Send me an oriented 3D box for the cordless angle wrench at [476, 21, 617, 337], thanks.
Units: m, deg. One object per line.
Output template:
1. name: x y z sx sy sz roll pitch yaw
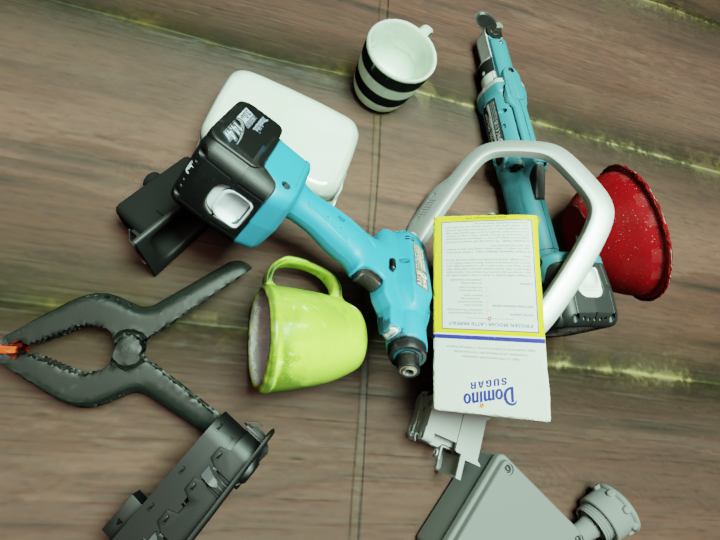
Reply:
1. cordless angle wrench: 0.196 -0.135 0.525 0.072 0.098 0.433 2 68 -18

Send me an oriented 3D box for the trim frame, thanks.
1. trim frame: 0.139 -0.034 0.447 0.194 0.026 0.248 30 85 30

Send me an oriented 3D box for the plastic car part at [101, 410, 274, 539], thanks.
1. plastic car part: -0.146 0.190 0.323 0.069 0.065 0.202 40 75 14

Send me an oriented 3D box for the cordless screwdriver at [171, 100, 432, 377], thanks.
1. cordless screwdriver: -0.035 -0.023 0.362 0.240 0.075 0.163 33 35 -21

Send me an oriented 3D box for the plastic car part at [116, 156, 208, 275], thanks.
1. plastic car part: -0.186 -0.065 0.412 0.072 0.065 0.116 32 63 9
